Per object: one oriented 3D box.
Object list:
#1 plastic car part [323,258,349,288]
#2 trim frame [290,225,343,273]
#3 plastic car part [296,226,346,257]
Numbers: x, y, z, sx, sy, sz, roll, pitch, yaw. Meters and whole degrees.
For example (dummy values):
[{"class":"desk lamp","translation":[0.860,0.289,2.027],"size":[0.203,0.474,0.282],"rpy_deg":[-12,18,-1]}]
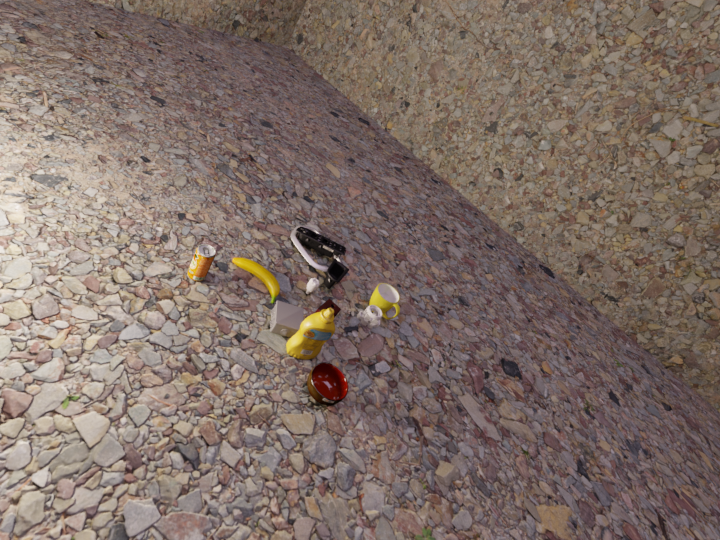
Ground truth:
[{"class":"plastic car part","translation":[-0.097,0.022,1.480],"size":[0.066,0.071,0.116],"rpy_deg":[35,33,0]},{"class":"trim frame","translation":[-0.164,-0.081,1.596],"size":[0.177,0.027,0.259],"rpy_deg":[-14,55,-48]},{"class":"plastic car part","translation":[-0.156,-0.102,1.594],"size":[0.201,0.067,0.067],"rpy_deg":[30,34,-5]}]
